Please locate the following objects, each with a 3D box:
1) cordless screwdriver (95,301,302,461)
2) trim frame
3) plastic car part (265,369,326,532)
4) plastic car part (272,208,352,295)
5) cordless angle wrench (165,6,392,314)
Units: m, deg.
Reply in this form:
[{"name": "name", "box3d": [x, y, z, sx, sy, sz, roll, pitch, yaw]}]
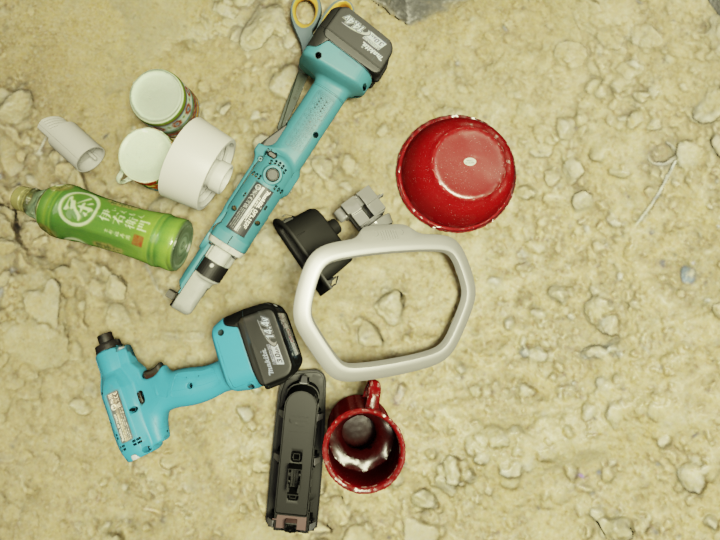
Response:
[{"name": "cordless screwdriver", "box3d": [-0.207, 0.109, 0.525, 0.249, 0.073, 0.162, -26, 79, 3]}, {"name": "trim frame", "box3d": [0.037, 0.036, 0.512, 0.242, 0.028, 0.183, -6, 95, -19]}, {"name": "plastic car part", "box3d": [-0.081, 0.227, 0.523, 0.067, 0.066, 0.204, 4, 84, 5]}, {"name": "plastic car part", "box3d": [-0.053, -0.035, 0.543, 0.070, 0.066, 0.118, -31, 85, -18]}, {"name": "cordless angle wrench", "box3d": [-0.114, -0.123, 0.538, 0.096, 0.076, 0.423, 33, 91, -13]}]
